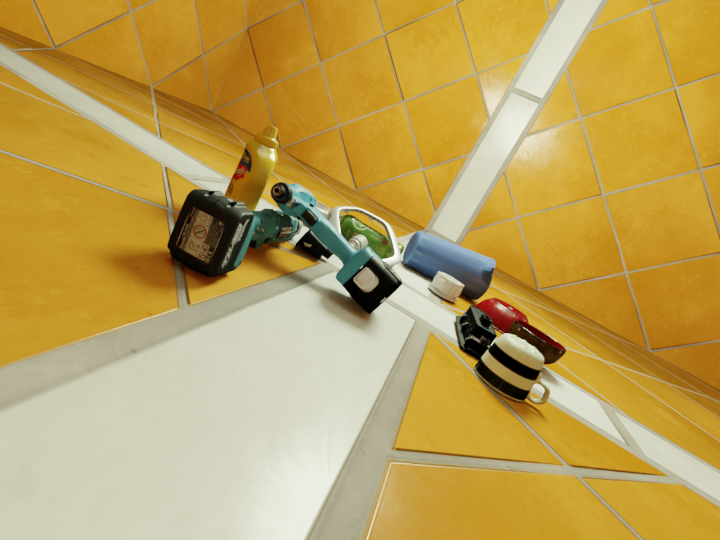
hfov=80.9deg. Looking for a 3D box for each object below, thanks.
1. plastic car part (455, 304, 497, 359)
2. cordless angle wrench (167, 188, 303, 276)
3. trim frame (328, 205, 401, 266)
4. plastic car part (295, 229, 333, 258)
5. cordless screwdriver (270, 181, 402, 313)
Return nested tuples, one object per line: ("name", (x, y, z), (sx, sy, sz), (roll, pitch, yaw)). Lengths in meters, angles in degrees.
("plastic car part", (0.227, 0.113, 0.829), (0.067, 0.067, 0.201), (22, 10, 4))
("cordless angle wrench", (-0.160, -0.070, 0.697), (0.075, 0.098, 0.418), (26, 10, 3))
("trim frame", (0.004, -0.084, 1.028), (0.179, 0.027, 0.258), (10, 39, -16))
("plastic car part", (-0.084, -0.055, 0.862), (0.070, 0.066, 0.117), (41, 15, -7))
("cordless screwdriver", (-0.045, -0.046, 0.679), (0.254, 0.074, 0.156), (47, 6, 9))
